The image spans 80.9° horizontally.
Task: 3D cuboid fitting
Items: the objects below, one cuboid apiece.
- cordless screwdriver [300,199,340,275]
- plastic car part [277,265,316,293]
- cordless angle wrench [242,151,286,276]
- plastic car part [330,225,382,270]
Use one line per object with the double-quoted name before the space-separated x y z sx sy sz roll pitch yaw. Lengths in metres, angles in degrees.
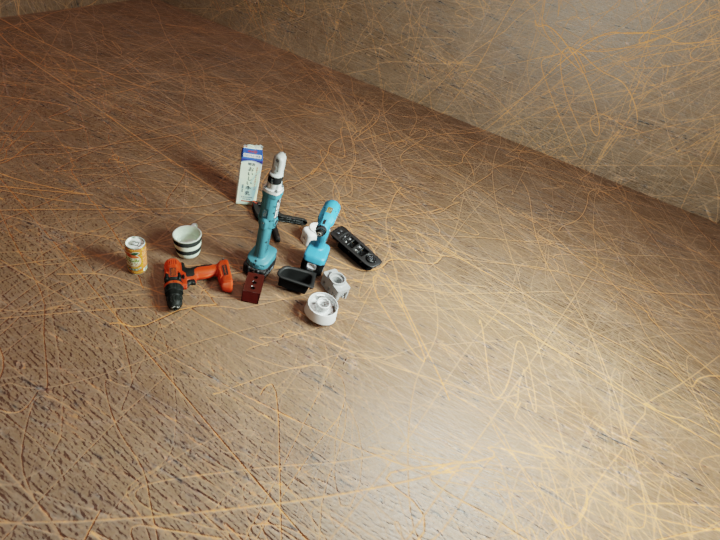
"cordless screwdriver" -0.128 -0.084 1.310 0.074 0.245 0.161 20 41 -2
"plastic car part" -0.201 0.035 1.290 0.116 0.070 0.067 15 41 -4
"cordless angle wrench" -0.264 -0.149 1.207 0.075 0.417 0.098 26 41 5
"plastic car part" -0.020 -0.067 1.464 0.211 0.066 0.064 38 44 22
